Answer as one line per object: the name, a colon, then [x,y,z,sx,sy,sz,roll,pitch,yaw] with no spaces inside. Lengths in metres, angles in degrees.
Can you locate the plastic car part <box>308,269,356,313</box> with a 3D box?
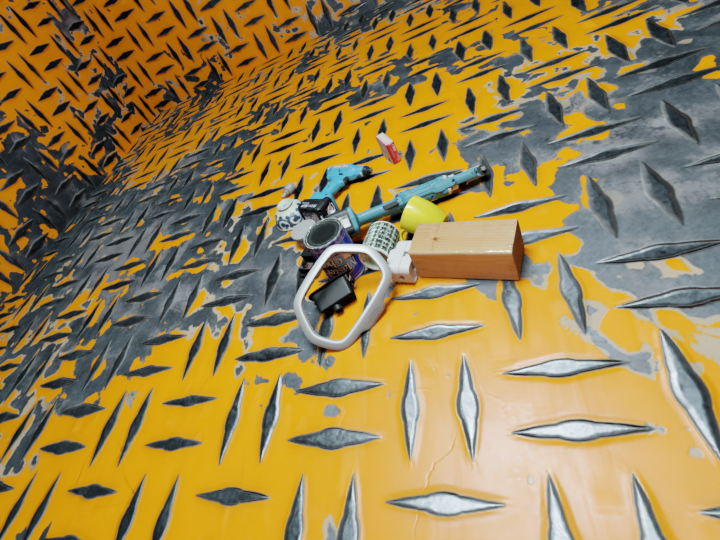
plastic car part: [-0.057,0.064,0.995,0.117,0.062,0.074,-35,53,4]

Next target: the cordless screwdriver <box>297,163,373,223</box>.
cordless screwdriver: [-0.073,-0.240,1.290,0.167,0.071,0.249,3,48,35]

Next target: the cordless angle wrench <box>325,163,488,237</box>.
cordless angle wrench: [0.119,-0.181,1.094,0.427,0.075,0.096,-21,-4,8]

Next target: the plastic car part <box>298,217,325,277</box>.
plastic car part: [-0.114,-0.074,1.164,0.069,0.064,0.203,-6,44,44]

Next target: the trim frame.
trim frame: [-0.039,0.054,0.933,0.190,0.027,0.248,31,85,16]
